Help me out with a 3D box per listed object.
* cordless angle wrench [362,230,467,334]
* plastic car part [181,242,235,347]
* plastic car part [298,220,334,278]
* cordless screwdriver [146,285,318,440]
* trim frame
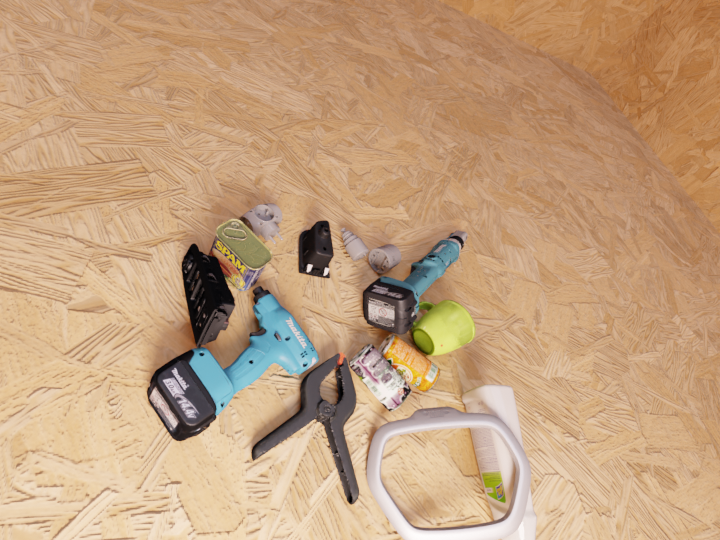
[{"bbox_3d":[0.150,-0.006,0.914,0.103,0.072,0.413,13,31,31],"label":"cordless angle wrench"},{"bbox_3d":[-0.232,0.026,0.645,0.064,0.066,0.214,5,29,-37],"label":"plastic car part"},{"bbox_3d":[-0.081,-0.053,0.831,0.063,0.071,0.120,12,54,-25],"label":"plastic car part"},{"bbox_3d":[-0.191,0.123,0.631,0.241,0.075,0.164,-24,70,-44],"label":"cordless screwdriver"},{"bbox_3d":[0.133,0.303,0.640,0.248,0.027,0.190,-7,61,-1],"label":"trim frame"}]
